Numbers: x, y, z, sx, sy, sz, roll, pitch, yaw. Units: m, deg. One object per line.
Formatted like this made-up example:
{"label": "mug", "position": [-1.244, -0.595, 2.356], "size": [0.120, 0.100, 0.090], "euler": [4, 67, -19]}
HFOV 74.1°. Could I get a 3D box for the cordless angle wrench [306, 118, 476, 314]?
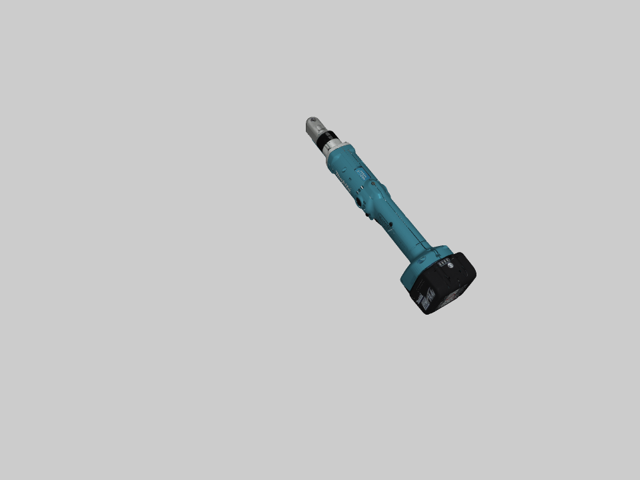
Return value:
{"label": "cordless angle wrench", "position": [0.087, -0.072, 0.722], "size": [0.074, 0.422, 0.098], "euler": [-26, -27, -18]}
